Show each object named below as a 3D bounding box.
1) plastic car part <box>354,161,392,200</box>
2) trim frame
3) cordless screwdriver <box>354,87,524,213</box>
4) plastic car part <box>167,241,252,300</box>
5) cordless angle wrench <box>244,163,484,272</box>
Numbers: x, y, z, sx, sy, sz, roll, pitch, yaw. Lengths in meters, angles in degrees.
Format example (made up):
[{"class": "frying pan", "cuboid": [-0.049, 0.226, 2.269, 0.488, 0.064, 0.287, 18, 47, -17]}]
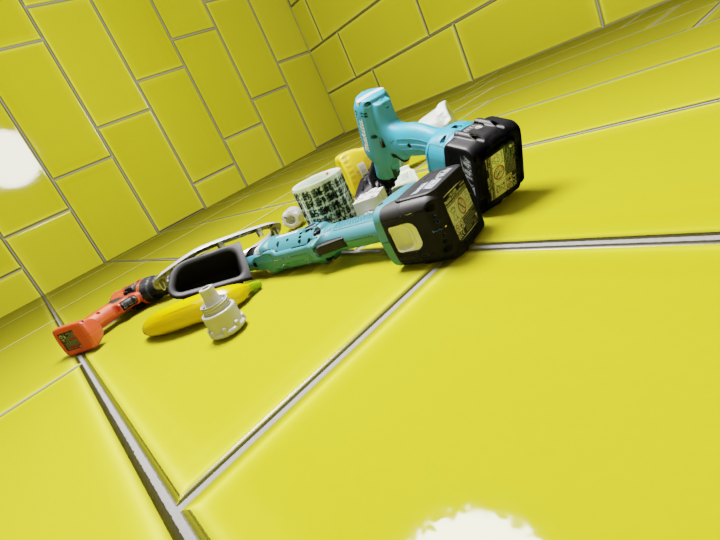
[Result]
[{"class": "plastic car part", "cuboid": [0.023, -0.152, 0.769, 0.068, 0.064, 0.206, -32, 18, 14]}, {"class": "trim frame", "cuboid": [-0.236, -0.024, 0.727, 0.241, 0.028, 0.188, -31, 1, -43]}, {"class": "cordless screwdriver", "cuboid": [0.089, -0.148, 0.570, 0.073, 0.152, 0.263, -34, 43, -17]}, {"class": "plastic car part", "cuboid": [-0.222, 0.015, 0.631, 0.115, 0.069, 0.069, -20, -27, -10]}, {"class": "cordless angle wrench", "cuboid": [-0.056, -0.036, 0.570, 0.441, 0.072, 0.096, -9, 24, 44]}]
